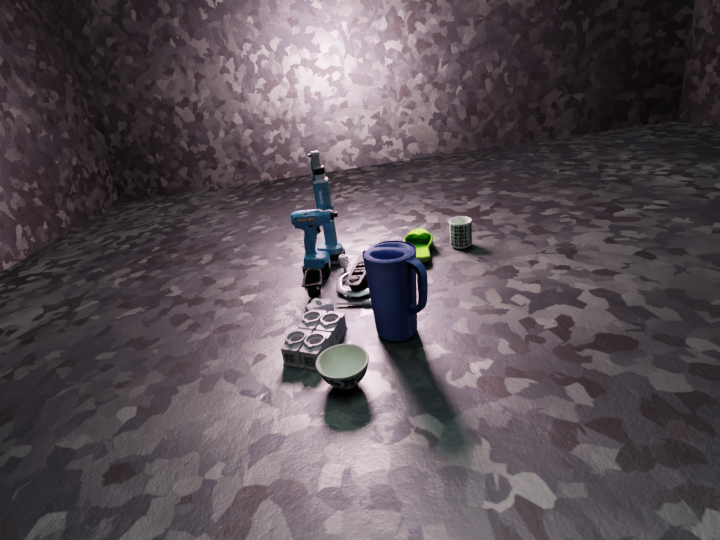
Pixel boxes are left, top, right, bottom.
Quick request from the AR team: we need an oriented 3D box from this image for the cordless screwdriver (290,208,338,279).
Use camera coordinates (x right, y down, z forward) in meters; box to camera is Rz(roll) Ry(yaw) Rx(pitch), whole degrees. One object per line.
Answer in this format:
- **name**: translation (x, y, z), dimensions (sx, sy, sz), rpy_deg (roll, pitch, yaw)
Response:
- **cordless screwdriver**: translation (-0.143, -0.094, 1.463), dimensions (0.162, 0.242, 0.075), rpy_deg (-4, 23, 10)

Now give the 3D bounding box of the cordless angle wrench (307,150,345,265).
- **cordless angle wrench**: translation (-0.130, -0.221, 1.527), dimensions (0.100, 0.411, 0.075), rpy_deg (-3, 23, 13)

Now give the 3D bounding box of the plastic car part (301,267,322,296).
- **plastic car part**: translation (-0.151, 0.046, 1.377), dimensions (0.066, 0.069, 0.119), rpy_deg (-8, 24, 2)

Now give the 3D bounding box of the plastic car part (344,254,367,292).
- **plastic car part**: translation (0.002, 0.013, 1.395), dimensions (0.069, 0.065, 0.202), rpy_deg (0, 27, 20)

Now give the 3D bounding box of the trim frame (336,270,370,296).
- **trim frame**: translation (0.033, 0.027, 1.399), dimensions (0.242, 0.027, 0.194), rpy_deg (-22, 28, -25)
